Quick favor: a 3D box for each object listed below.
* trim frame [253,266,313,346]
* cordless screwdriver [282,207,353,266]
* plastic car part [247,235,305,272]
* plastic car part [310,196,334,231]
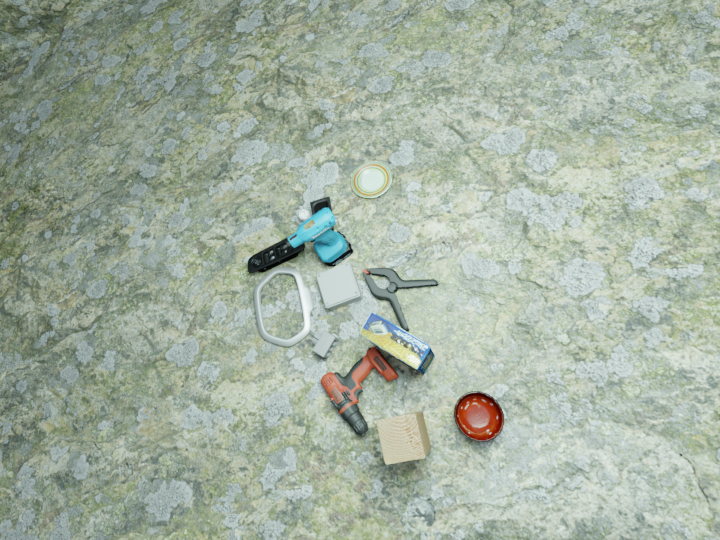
[{"bbox_3d":[-0.236,0.108,1.293,0.187,0.026,0.256,-18,67,10],"label":"trim frame"},{"bbox_3d":[-0.118,-0.077,1.205,0.159,0.239,0.077,-34,69,2],"label":"cordless screwdriver"},{"bbox_3d":[-0.264,-0.047,1.336,0.205,0.064,0.068,-23,68,8],"label":"plastic car part"},{"bbox_3d":[-0.111,-0.161,1.326,0.067,0.068,0.120,-16,68,9],"label":"plastic car part"}]
